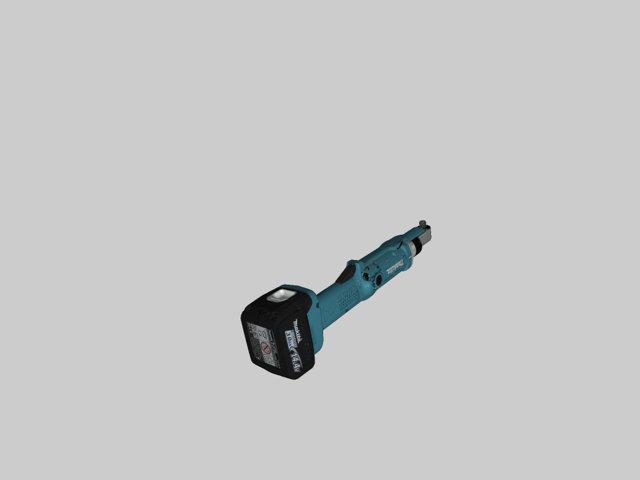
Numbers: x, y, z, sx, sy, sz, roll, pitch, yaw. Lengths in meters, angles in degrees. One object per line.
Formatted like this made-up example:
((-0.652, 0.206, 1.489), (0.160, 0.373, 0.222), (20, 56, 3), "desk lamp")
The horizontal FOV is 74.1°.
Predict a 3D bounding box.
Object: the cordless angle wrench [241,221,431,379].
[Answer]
((0.067, 0.057, 0.652), (0.074, 0.098, 0.421), (6, 24, 41), "cordless angle wrench")
